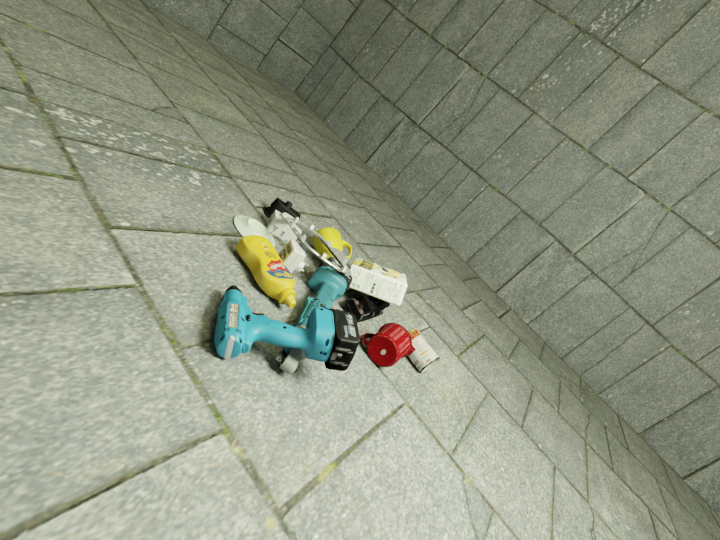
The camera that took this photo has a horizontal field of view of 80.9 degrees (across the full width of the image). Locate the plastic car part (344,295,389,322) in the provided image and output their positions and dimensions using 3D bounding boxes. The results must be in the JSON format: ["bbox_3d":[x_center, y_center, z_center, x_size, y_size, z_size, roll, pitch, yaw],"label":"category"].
[{"bbox_3d":[0.028,0.094,1.173,0.068,0.068,0.195,56,18,15],"label":"plastic car part"}]

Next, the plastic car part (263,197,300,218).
[{"bbox_3d":[-0.224,-0.170,1.257,0.114,0.071,0.067,40,18,-13],"label":"plastic car part"}]

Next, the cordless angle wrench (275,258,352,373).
[{"bbox_3d":[-0.100,0.094,0.933,0.097,0.075,0.425,38,22,-8],"label":"cordless angle wrench"}]

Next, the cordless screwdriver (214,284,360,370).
[{"bbox_3d":[-0.133,0.095,0.763,0.242,0.073,0.166,9,31,-16],"label":"cordless screwdriver"}]

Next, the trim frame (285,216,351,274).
[{"bbox_3d":[-0.108,-0.071,1.109,0.174,0.027,0.262,31,11,-40],"label":"trim frame"}]
